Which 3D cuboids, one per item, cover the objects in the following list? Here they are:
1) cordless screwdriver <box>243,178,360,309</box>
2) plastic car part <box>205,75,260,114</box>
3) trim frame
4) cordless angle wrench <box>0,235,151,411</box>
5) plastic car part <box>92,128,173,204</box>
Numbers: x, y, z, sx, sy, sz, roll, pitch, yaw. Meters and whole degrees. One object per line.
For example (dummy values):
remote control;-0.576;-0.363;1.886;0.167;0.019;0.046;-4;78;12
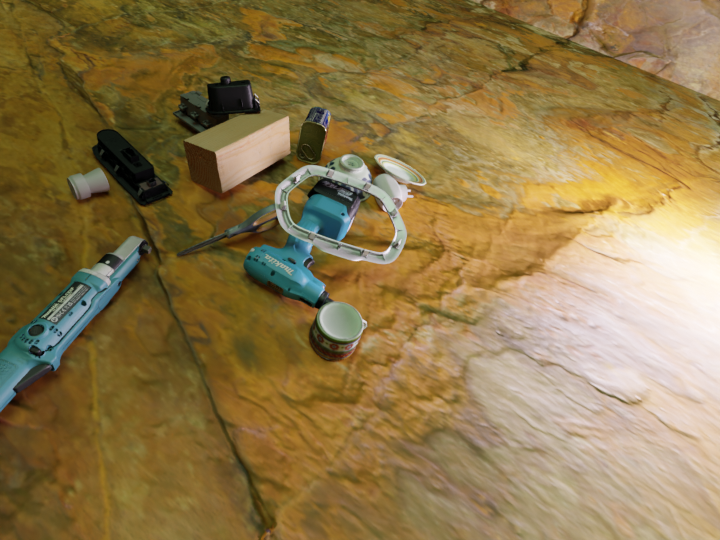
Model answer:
cordless screwdriver;-0.073;-0.048;0.747;0.162;0.073;0.248;28;51;8
plastic car part;-0.271;-0.369;0.885;0.115;0.069;0.069;-5;38;-10
trim frame;-0.029;-0.099;0.738;0.242;0.028;0.188;18;58;-13
cordless angle wrench;-0.404;0.093;0.536;0.098;0.073;0.428;18;44;-1
plastic car part;-0.447;-0.207;0.806;0.212;0.065;0.065;38;56;23
